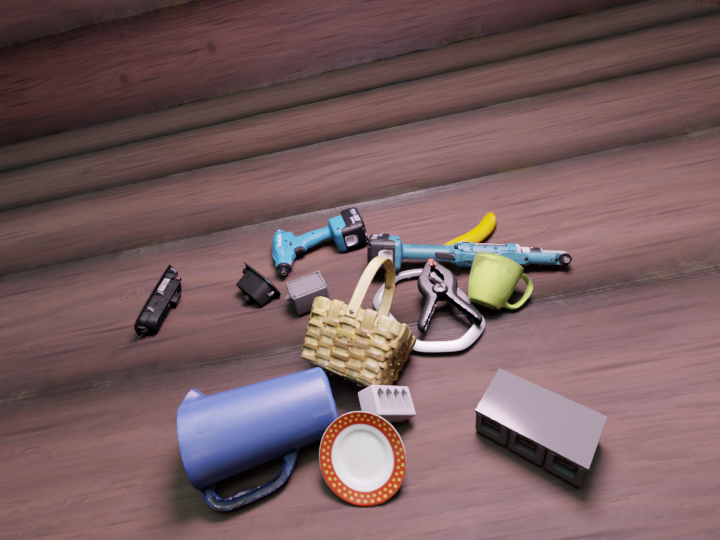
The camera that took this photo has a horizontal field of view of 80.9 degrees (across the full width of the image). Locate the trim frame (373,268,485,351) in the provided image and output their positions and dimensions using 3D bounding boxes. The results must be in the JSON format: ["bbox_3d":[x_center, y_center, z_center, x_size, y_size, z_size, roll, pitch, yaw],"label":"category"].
[{"bbox_3d":[0.136,0.077,0.873,0.182,0.026,0.262,-26,39,-13],"label":"trim frame"}]

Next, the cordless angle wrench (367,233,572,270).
[{"bbox_3d":[0.230,-0.036,0.938,0.432,0.073,0.097,2,14,13],"label":"cordless angle wrench"}]

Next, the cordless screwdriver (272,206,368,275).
[{"bbox_3d":[-0.106,-0.069,1.086,0.250,0.071,0.165,-16,39,3],"label":"cordless screwdriver"}]

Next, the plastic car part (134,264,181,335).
[{"bbox_3d":[-0.484,0.079,1.034,0.067,0.065,0.206,18,40,-4],"label":"plastic car part"}]

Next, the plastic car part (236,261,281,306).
[{"bbox_3d":[-0.253,0.044,1.009,0.070,0.062,0.123,-45,50,-14],"label":"plastic car part"}]
